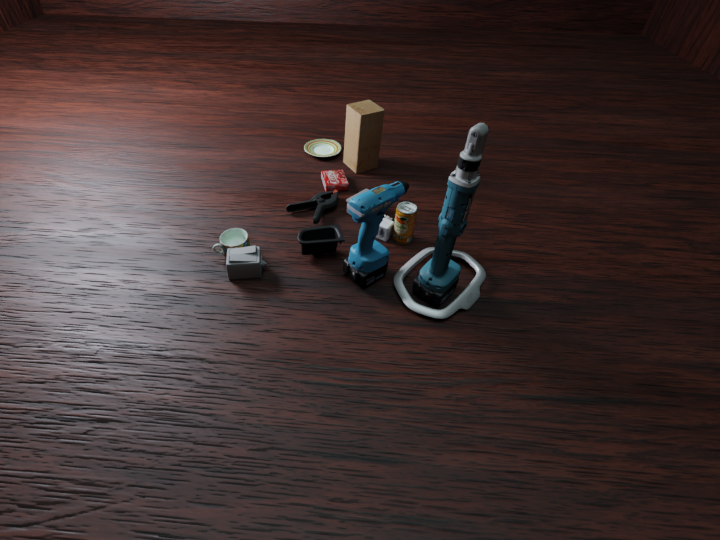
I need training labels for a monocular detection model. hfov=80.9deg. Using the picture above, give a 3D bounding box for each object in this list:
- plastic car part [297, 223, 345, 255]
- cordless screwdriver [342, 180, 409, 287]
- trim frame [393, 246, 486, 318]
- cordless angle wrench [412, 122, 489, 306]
[{"bbox_3d":[-0.106,-0.069,1.082,0.114,0.069,0.069,-9,44,-12],"label":"plastic car part"},{"bbox_3d":[0.038,-0.087,0.977,0.155,0.241,0.078,-29,52,-31],"label":"cordless screwdriver"},{"bbox_3d":[0.192,0.024,1.018,0.193,0.027,0.244,31,51,28],"label":"trim frame"},{"bbox_3d":[0.190,-0.100,0.870,0.078,0.411,0.096,33,49,27],"label":"cordless angle wrench"}]
